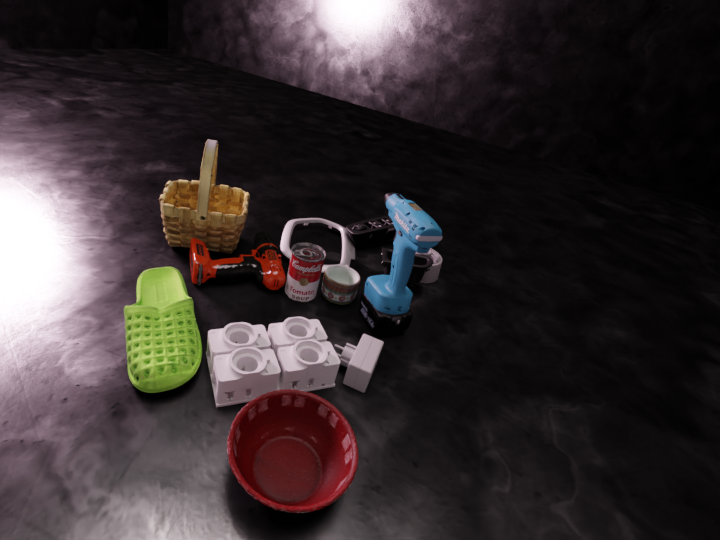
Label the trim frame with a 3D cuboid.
[{"bbox_3d":[-0.101,-0.066,1.032,0.183,0.027,0.255,9,31,-6],"label":"trim frame"}]

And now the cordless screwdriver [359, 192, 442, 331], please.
[{"bbox_3d":[0.061,-0.016,0.798,0.072,0.244,0.167,0,33,-25],"label":"cordless screwdriver"}]

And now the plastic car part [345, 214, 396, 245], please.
[{"bbox_3d":[0.044,-0.106,1.111,0.195,0.066,0.070,-12,39,-35],"label":"plastic car part"}]

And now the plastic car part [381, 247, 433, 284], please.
[{"bbox_3d":[0.099,-0.001,0.958,0.116,0.070,0.067,13,30,-2],"label":"plastic car part"}]
